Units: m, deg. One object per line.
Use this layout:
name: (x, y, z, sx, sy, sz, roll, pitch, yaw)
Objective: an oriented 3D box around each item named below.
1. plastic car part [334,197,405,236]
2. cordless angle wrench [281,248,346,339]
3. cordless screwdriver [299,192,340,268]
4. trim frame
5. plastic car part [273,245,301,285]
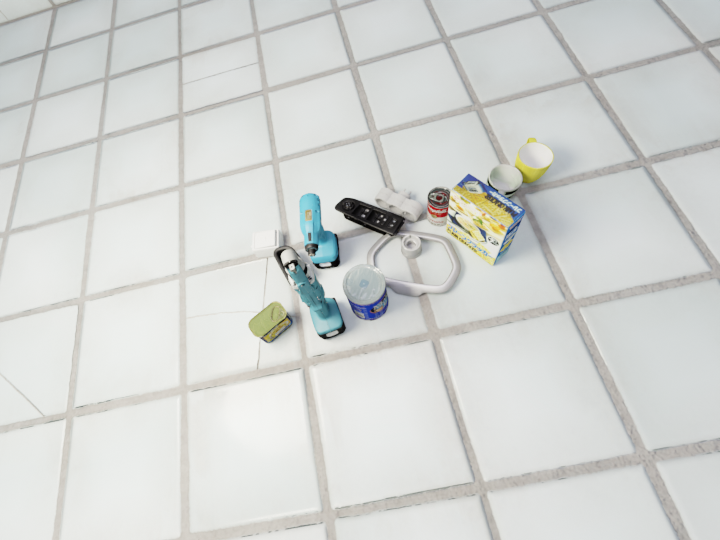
plastic car part: (0.023, -0.150, 1.195, 0.211, 0.064, 0.066, 27, 73, 22)
cordless angle wrench: (-0.106, 0.052, 0.934, 0.074, 0.407, 0.102, -21, 65, -2)
cordless screwdriver: (-0.106, -0.069, 1.086, 0.075, 0.239, 0.163, -7, 65, 5)
trim frame: (0.139, -0.022, 1.130, 0.256, 0.026, 0.186, 9, 67, 16)
plastic car part: (-0.188, -0.011, 1.172, 0.066, 0.068, 0.122, -33, 64, -6)
